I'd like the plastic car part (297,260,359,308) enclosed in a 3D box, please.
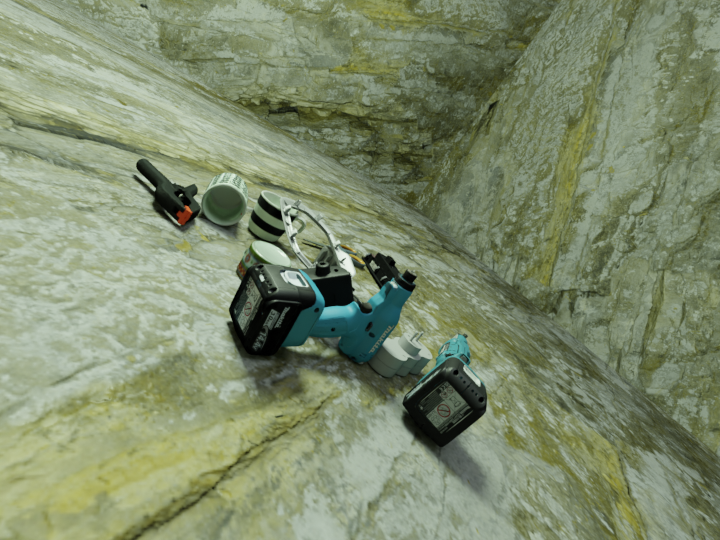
[{"bbox_3d":[-0.063,0.022,0.638,0.115,0.069,0.069,-10,28,-8],"label":"plastic car part"}]

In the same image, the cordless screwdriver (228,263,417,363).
[{"bbox_3d":[-0.036,0.045,0.560,0.235,0.159,0.078,17,24,-42],"label":"cordless screwdriver"}]

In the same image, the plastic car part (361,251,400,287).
[{"bbox_3d":[0.067,0.006,1.064,0.063,0.067,0.211,35,17,-27],"label":"plastic car part"}]

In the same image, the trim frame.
[{"bbox_3d":[-0.076,-0.050,0.782,0.174,0.028,0.260,38,19,-38],"label":"trim frame"}]

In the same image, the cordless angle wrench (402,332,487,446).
[{"bbox_3d":[0.160,0.166,0.736,0.076,0.098,0.411,47,13,9],"label":"cordless angle wrench"}]
